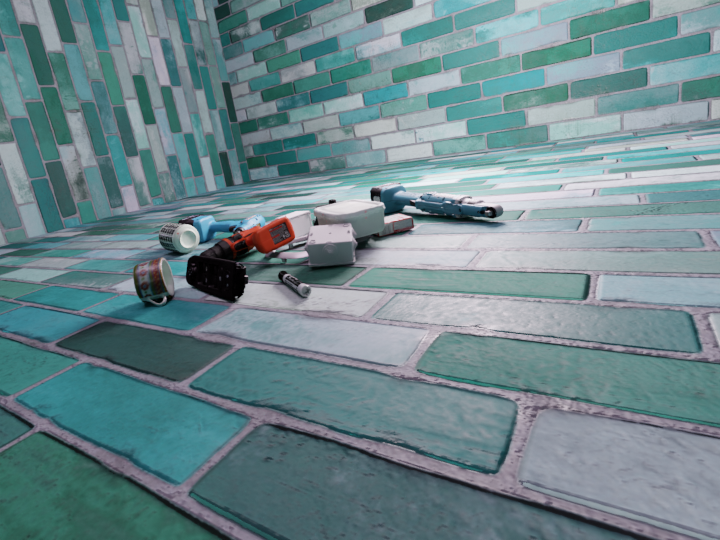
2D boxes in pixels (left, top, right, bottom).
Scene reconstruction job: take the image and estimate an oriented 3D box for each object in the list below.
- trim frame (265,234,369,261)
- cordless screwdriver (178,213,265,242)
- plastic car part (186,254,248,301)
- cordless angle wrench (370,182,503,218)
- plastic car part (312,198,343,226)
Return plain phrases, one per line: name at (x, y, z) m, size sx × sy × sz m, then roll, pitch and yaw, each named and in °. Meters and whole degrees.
trim frame at (-0.092, -0.060, 0.946) m, size 0.243 × 0.027 × 0.193 m, roll -19°, pitch 20°, yaw -20°
cordless screwdriver at (-0.419, -0.121, 1.244) m, size 0.255 × 0.073 × 0.159 m, roll -2°, pitch 19°, yaw 14°
plastic car part at (-0.263, 0.005, 0.780) m, size 0.214 × 0.066 × 0.064 m, roll 7°, pitch 13°, yaw 43°
cordless angle wrench at (0.179, -0.171, 1.067) m, size 0.095 × 0.073 × 0.445 m, roll -19°, pitch 22°, yaw -27°
plastic car part at (-0.081, -0.163, 1.182) m, size 0.118 × 0.069 × 0.067 m, roll -11°, pitch 16°, yaw 6°
